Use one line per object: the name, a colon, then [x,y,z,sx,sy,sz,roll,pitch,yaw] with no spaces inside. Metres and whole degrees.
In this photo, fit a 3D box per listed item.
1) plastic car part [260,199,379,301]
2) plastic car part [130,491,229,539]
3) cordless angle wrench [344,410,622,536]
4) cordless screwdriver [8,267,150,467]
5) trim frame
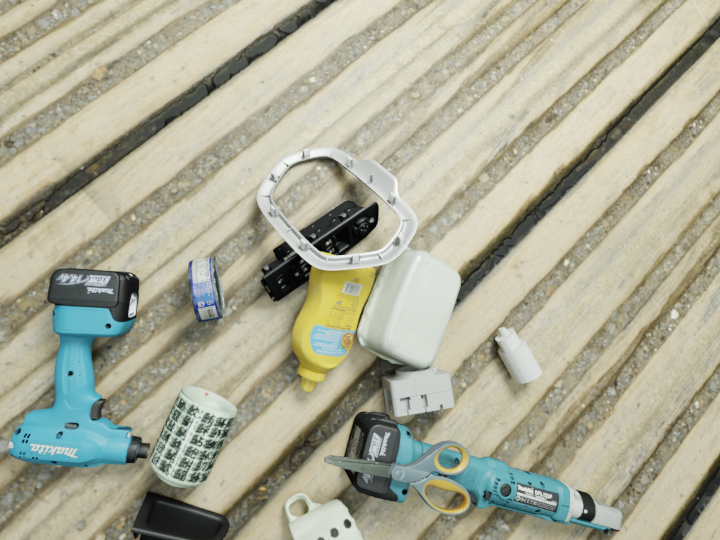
plastic car part: [-0.061,-0.040,0.620,0.201,0.063,0.071,-33,47,-10]
plastic car part: [-0.235,0.346,0.539,0.115,0.067,0.071,23,94,-9]
cordless angle wrench: [0.188,0.303,0.601,0.417,0.075,0.098,18,80,-8]
cordless screwdriver: [-0.336,0.124,0.547,0.157,0.075,0.250,9,84,-8]
trim frame: [-0.037,-0.098,0.594,0.181,0.026,0.261,-32,57,-19]
